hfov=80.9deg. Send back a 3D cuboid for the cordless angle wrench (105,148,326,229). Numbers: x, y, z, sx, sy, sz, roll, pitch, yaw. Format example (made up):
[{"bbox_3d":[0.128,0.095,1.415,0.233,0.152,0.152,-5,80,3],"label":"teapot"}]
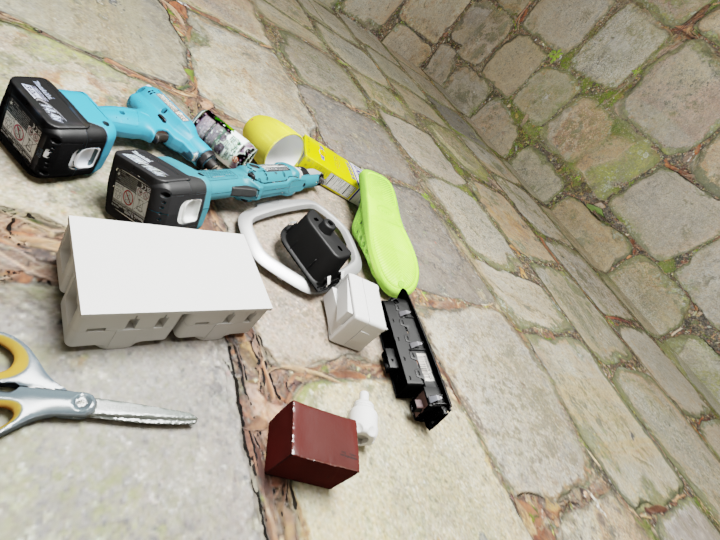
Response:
[{"bbox_3d":[-0.167,-0.131,0.635,0.101,0.074,0.412,29,24,15],"label":"cordless angle wrench"}]

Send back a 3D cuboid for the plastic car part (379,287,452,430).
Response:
[{"bbox_3d":[0.061,0.115,0.603,0.066,0.065,0.211,3,45,-12],"label":"plastic car part"}]

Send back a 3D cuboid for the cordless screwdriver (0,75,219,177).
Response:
[{"bbox_3d":[-0.300,-0.171,0.544,0.160,0.075,0.246,43,27,0],"label":"cordless screwdriver"}]

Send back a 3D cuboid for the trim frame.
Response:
[{"bbox_3d":[-0.088,-0.048,0.668,0.188,0.028,0.241,48,34,9],"label":"trim frame"}]

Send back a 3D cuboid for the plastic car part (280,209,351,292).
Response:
[{"bbox_3d":[-0.059,-0.038,0.601,0.119,0.072,0.064,54,32,13],"label":"plastic car part"}]
